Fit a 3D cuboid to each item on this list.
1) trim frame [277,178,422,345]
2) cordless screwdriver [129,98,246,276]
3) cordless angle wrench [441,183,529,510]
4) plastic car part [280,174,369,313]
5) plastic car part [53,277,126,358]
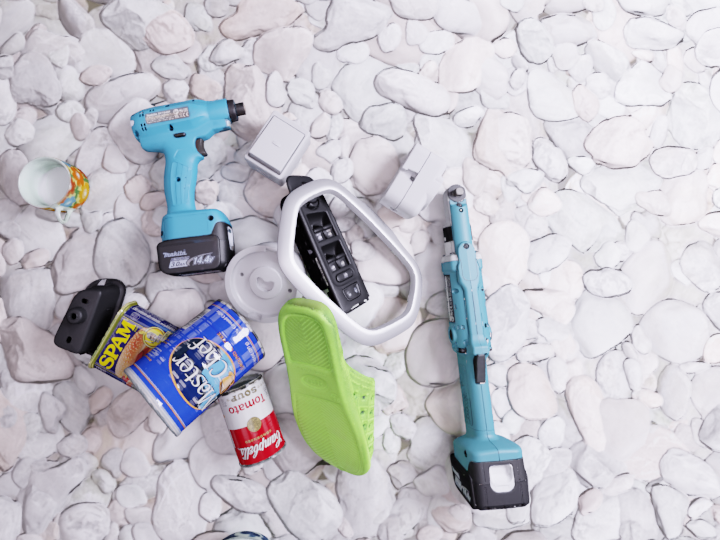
[{"bbox_3d":[-0.009,-0.013,0.569,0.243,0.028,0.184,42,58,-12],"label":"trim frame"},{"bbox_3d":[-0.222,-0.120,0.594,0.159,0.074,0.251,-12,84,-3],"label":"cordless screwdriver"},{"bbox_3d":[0.153,0.089,0.587,0.074,0.097,0.426,-5,83,-5],"label":"cordless angle wrench"},{"bbox_3d":[-0.058,-0.038,0.598,0.064,0.069,0.203,-22,91,-41],"label":"plastic car part"},{"bbox_3d":[-0.379,0.066,0.582,0.066,0.071,0.116,21,90,-4],"label":"plastic car part"}]
